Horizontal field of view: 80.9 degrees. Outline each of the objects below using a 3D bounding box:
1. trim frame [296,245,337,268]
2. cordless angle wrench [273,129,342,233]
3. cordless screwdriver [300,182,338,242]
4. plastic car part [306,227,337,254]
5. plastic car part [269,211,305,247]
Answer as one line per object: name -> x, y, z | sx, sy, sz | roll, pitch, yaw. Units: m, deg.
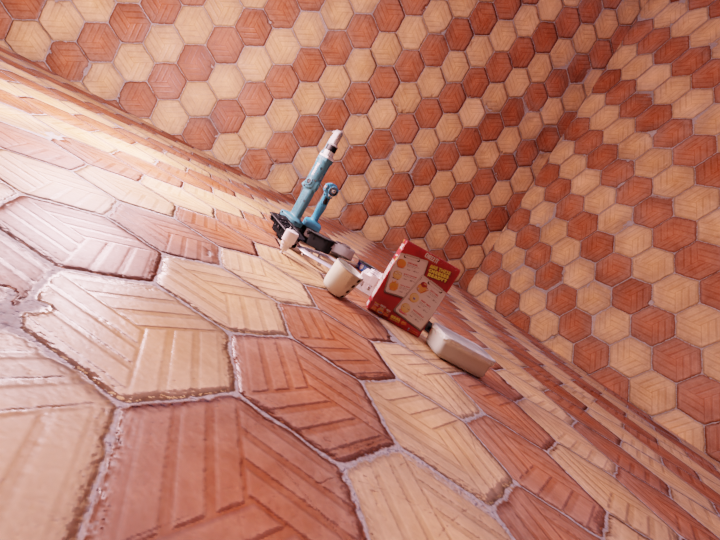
trim frame -> -0.111, -0.028, 1.390 | 0.194, 0.027, 0.236 | 34, 9, 29
cordless angle wrench -> -0.177, -0.320, 1.547 | 0.103, 0.422, 0.071 | 34, 9, 28
cordless screwdriver -> -0.158, -0.217, 1.603 | 0.073, 0.248, 0.163 | 28, 8, -14
plastic car part -> -0.150, -0.098, 1.532 | 0.121, 0.071, 0.064 | 32, 8, 18
plastic car part -> -0.251, -0.131, 1.400 | 0.063, 0.067, 0.215 | 23, 10, -39
